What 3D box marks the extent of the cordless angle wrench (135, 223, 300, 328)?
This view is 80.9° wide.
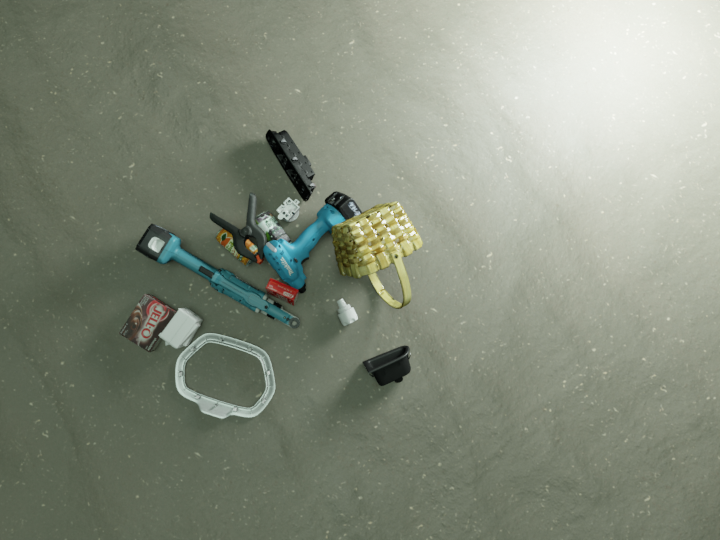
[{"bbox_3d":[-0.331,0.026,1.020,0.422,0.098,0.074,30,84,-1],"label":"cordless angle wrench"}]

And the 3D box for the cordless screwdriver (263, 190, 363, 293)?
[{"bbox_3d":[-0.100,-0.065,1.020,0.247,0.078,0.151,-40,127,-11],"label":"cordless screwdriver"}]

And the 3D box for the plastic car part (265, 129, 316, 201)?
[{"bbox_3d":[-0.169,-0.277,1.064,0.066,0.066,0.205,-35,85,-15],"label":"plastic car part"}]

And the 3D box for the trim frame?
[{"bbox_3d":[-0.326,0.256,1.017,0.249,0.027,0.184,18,84,1],"label":"trim frame"}]

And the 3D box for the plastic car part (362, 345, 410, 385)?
[{"bbox_3d":[0.074,0.234,1.005,0.116,0.067,0.070,-19,101,-6],"label":"plastic car part"}]
